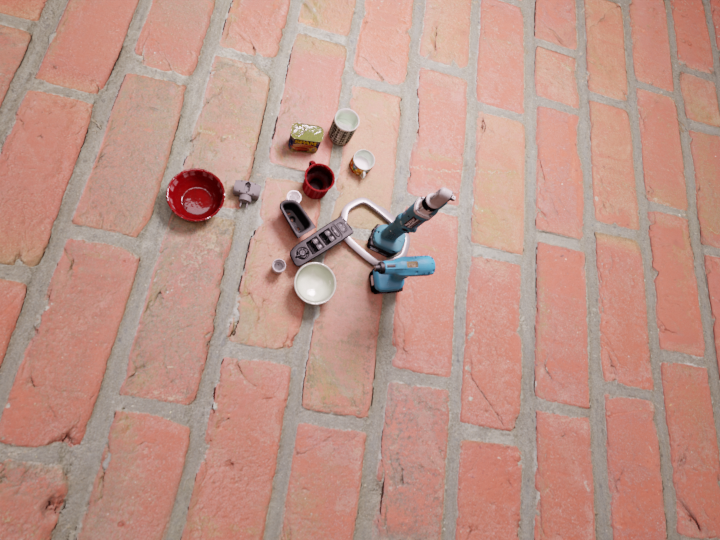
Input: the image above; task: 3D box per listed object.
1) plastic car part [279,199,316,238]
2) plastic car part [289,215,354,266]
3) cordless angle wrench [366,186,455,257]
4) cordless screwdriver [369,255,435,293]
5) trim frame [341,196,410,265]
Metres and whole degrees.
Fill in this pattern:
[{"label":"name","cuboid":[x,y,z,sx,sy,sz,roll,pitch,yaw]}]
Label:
[{"label":"plastic car part","cuboid":[-0.195,-0.151,1.253,0.065,0.071,0.118,-32,85,-20]},{"label":"plastic car part","cuboid":[-0.122,-0.080,1.250,0.200,0.067,0.067,-34,87,-19]},{"label":"cordless angle wrench","cuboid":[0.127,-0.130,1.129,0.096,0.426,0.075,26,72,-10]},{"label":"cordless screwdriver","cuboid":[0.082,0.011,1.171,0.156,0.251,0.075,-2,78,-16]},{"label":"trim frame","cuboid":[0.044,-0.119,1.318,0.249,0.027,0.183,39,70,1]}]
